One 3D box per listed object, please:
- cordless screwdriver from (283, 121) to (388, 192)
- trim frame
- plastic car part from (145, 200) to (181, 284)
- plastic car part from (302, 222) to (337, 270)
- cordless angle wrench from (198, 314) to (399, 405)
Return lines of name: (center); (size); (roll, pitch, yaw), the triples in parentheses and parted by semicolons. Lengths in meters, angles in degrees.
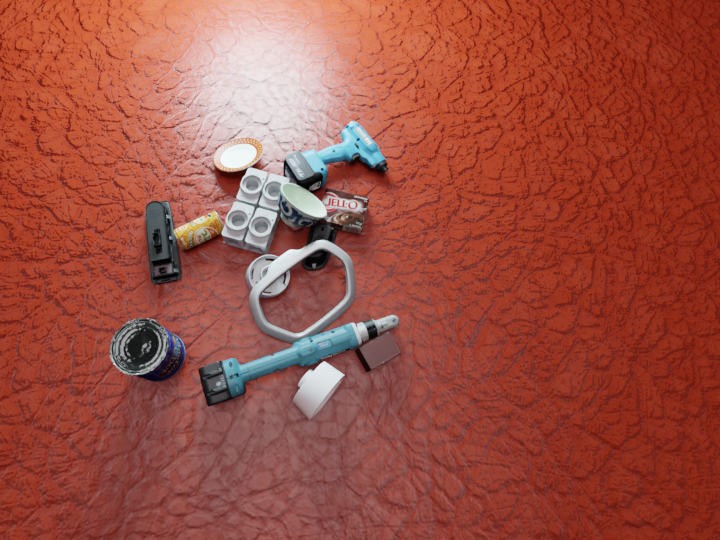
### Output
cordless screwdriver: (-0.060, -0.264, 1.055); (0.245, 0.073, 0.164); (-32, 75, -20)
trim frame: (-0.120, 0.044, 0.915); (0.247, 0.028, 0.182); (-38, 97, -8)
plastic car part: (-0.457, -0.075, 0.958); (0.066, 0.065, 0.209); (-14, 67, -4)
plastic car part: (-0.095, -0.062, 0.971); (0.066, 0.070, 0.118); (14, 65, 0)
cordless angle wrench: (-0.110, 0.167, 0.869); (0.415, 0.097, 0.076); (-17, 76, -15)
